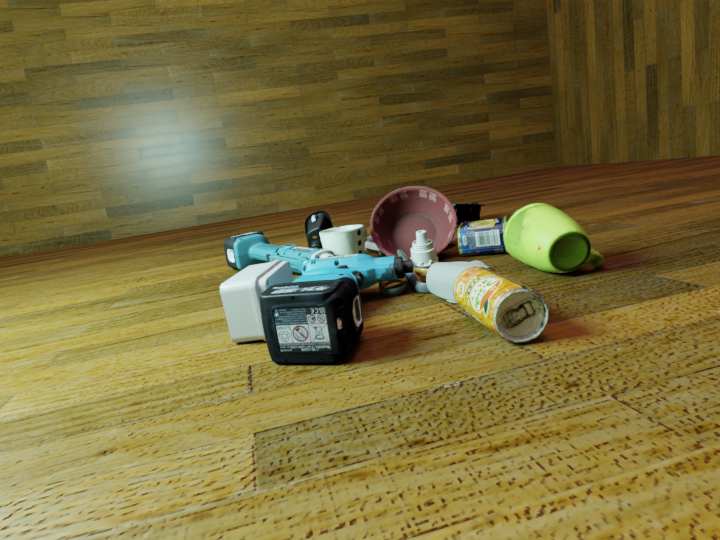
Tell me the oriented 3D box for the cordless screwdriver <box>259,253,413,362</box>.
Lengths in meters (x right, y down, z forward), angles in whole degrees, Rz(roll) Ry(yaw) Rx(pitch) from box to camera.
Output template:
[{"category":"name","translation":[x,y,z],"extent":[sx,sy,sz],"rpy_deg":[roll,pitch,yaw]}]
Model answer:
[{"category":"cordless screwdriver","translation":[-0.017,0.026,0.520],"extent":[0.162,0.073,0.248],"rpy_deg":[-7,13,11]}]

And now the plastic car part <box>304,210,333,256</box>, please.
[{"category":"plastic car part","translation":[-0.085,-0.055,0.866],"extent":[0.067,0.112,0.072],"rpy_deg":[-6,34,10]}]

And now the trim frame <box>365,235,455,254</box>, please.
[{"category":"trim frame","translation":[0.099,-0.066,0.948],"extent":[0.180,0.027,0.258],"rpy_deg":[-14,13,-19]}]

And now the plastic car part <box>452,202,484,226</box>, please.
[{"category":"plastic car part","translation":[0.265,-0.149,1.099],"extent":[0.069,0.067,0.195],"rpy_deg":[-8,6,42]}]

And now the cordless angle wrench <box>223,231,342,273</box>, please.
[{"category":"cordless angle wrench","translation":[-0.140,-0.024,0.838],"extent":[0.094,0.073,0.445],"rpy_deg":[-18,18,-38]}]
